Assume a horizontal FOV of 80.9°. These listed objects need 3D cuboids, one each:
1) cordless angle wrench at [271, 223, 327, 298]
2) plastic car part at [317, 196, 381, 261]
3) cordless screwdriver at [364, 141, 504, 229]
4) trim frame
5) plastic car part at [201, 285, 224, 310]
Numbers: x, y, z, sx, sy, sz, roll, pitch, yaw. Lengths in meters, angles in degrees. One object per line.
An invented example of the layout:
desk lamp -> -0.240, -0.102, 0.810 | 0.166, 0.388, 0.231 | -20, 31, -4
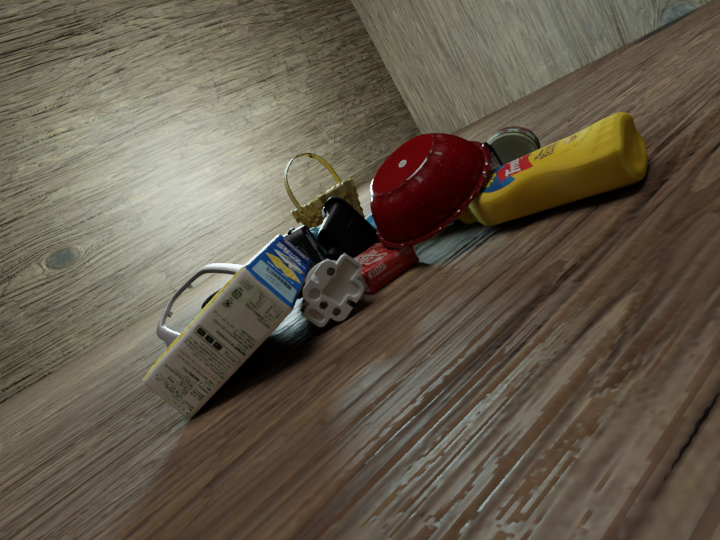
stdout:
cordless angle wrench -> -0.079, -0.052, 0.812 | 0.075, 0.097, 0.423 | -32, 8, 10
plastic car part -> -0.020, -0.037, 0.584 | 0.068, 0.112, 0.071 | -21, 36, 48
cordless screwdriver -> 0.099, -0.102, 0.632 | 0.256, 0.073, 0.156 | -21, 15, 49
trim frame -> -0.284, 0.065, 0.756 | 0.261, 0.026, 0.185 | 3, 56, 41
plastic car part -> -0.214, 0.038, 0.819 | 0.200, 0.066, 0.068 | -33, 0, -16
